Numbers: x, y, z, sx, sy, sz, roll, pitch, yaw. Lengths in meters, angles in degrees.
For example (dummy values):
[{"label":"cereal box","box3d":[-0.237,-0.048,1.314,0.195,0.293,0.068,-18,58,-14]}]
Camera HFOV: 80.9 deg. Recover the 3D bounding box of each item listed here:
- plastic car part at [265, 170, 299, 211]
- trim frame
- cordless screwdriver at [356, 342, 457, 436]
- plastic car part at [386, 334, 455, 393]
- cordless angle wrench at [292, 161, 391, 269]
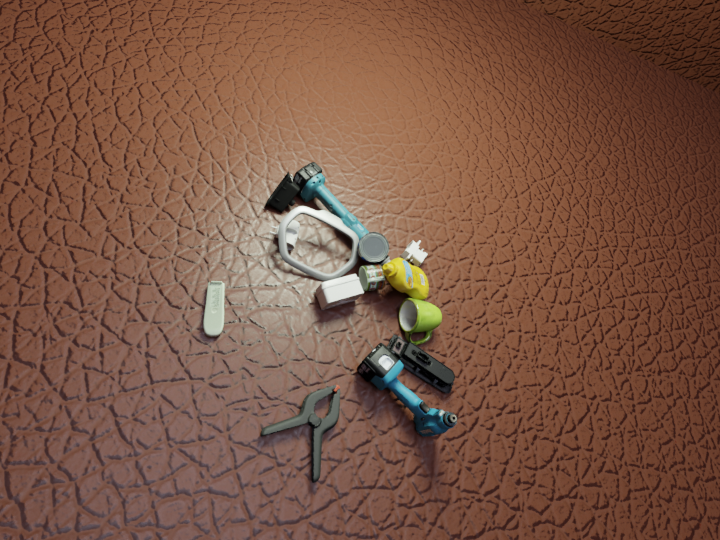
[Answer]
[{"label":"plastic car part","box3d":[-0.220,-0.222,1.244,0.069,0.117,0.068,33,17,-16]},{"label":"trim frame","box3d":[-0.115,-0.076,1.181,0.242,0.028,0.184,26,86,-14]},{"label":"cordless screwdriver","box3d":[0.113,0.290,1.024,0.254,0.158,0.073,46,59,11]},{"label":"plastic car part","box3d":[0.169,0.245,1.123,0.203,0.067,0.066,36,52,1]},{"label":"cordless angle wrench","box3d":[-0.036,-0.139,1.252,0.429,0.098,0.073,47,56,7]}]
